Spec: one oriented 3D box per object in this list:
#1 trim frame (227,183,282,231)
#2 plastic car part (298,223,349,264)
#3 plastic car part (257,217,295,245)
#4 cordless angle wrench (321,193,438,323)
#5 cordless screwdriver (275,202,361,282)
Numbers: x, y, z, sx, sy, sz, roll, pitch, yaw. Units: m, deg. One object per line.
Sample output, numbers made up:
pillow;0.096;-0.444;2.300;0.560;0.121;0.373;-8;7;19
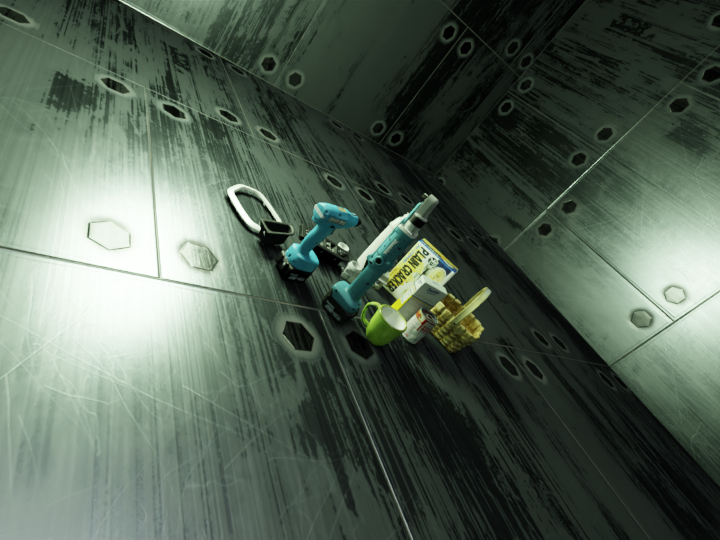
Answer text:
trim frame;-0.326;-0.189;1.342;0.175;0.027;0.260;0;45;-53
plastic car part;-0.123;-0.071;1.363;0.195;0.067;0.069;26;28;-24
plastic car part;-0.253;-0.104;1.243;0.110;0.071;0.069;8;40;-48
cordless angle wrench;0.055;-0.029;1.105;0.101;0.425;0.072;48;26;14
cordless screwdriver;-0.114;-0.075;1.166;0.151;0.250;0.078;10;39;-46
